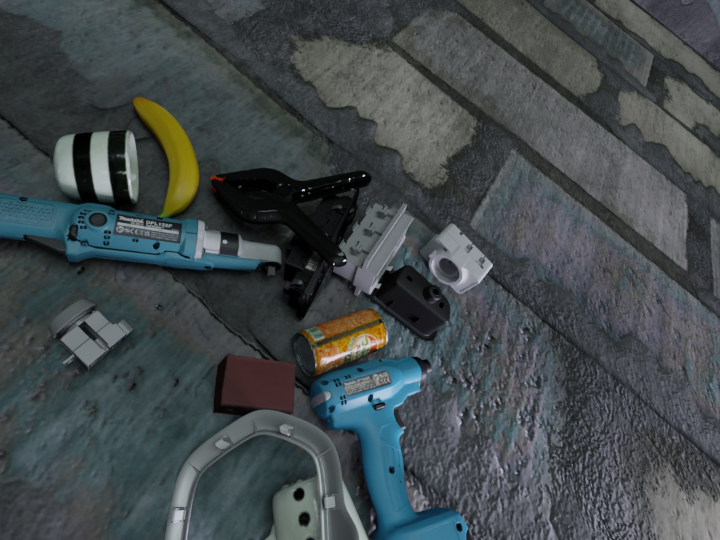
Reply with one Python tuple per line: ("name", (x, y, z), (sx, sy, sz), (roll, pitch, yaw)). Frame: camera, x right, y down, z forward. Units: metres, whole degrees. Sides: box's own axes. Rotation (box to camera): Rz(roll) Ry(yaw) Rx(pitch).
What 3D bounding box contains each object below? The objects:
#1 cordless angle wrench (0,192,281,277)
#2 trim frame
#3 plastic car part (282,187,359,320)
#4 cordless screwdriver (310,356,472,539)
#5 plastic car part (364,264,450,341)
("cordless angle wrench", (-0.288, -0.041, 0.462), (0.408, 0.075, 0.101), (7, 61, -23))
("trim frame", (-0.088, 0.249, 0.354), (0.188, 0.026, 0.255), (-8, 61, 12))
("plastic car part", (-0.056, -0.036, 0.568), (0.069, 0.064, 0.203), (19, 55, 14))
("cordless screwdriver", (0.054, 0.220, 0.462), (0.153, 0.074, 0.257), (-9, 63, -28))
("plastic car part", (0.077, 0.036, 0.574), (0.117, 0.071, 0.065), (38, 56, 2))
